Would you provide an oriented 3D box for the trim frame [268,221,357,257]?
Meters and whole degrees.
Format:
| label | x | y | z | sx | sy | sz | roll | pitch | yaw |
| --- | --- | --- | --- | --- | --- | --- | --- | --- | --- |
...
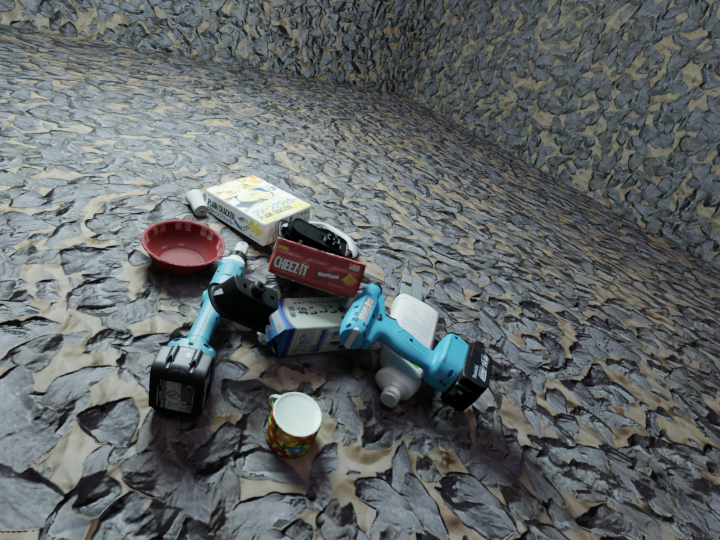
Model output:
| label | x | y | z | sx | sy | sz | roll | pitch | yaw |
| --- | --- | --- | --- | --- | --- | --- | --- | --- | --- |
| trim frame | -0.122 | -0.071 | 1.056 | 0.238 | 0.027 | 0.194 | -2 | 37 | -32 |

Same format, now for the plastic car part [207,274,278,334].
| label | x | y | z | sx | sy | sz | roll | pitch | yaw |
| --- | --- | --- | --- | --- | --- | --- | --- | --- | --- |
| plastic car part | -0.175 | 0.044 | 0.671 | 0.110 | 0.072 | 0.068 | 34 | 33 | -41 |

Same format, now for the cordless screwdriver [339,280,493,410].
| label | x | y | z | sx | sy | sz | roll | pitch | yaw |
| --- | --- | --- | --- | --- | --- | --- | --- | --- | --- |
| cordless screwdriver | 0.095 | 0.116 | 0.728 | 0.252 | 0.073 | 0.159 | 27 | 37 | 5 |

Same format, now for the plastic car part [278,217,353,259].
| label | x | y | z | sx | sy | sz | roll | pitch | yaw |
| --- | --- | --- | --- | --- | --- | --- | --- | --- | --- |
| plastic car part | -0.094 | -0.062 | 0.963 | 0.196 | 0.068 | 0.067 | 24 | 56 | -20 |

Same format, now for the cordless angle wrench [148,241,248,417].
| label | x | y | z | sx | sy | sz | roll | pitch | yaw |
| --- | --- | --- | --- | --- | --- | --- | --- | --- | --- |
| cordless angle wrench | -0.251 | 0.055 | 0.744 | 0.073 | 0.096 | 0.434 | 12 | 29 | -9 |
